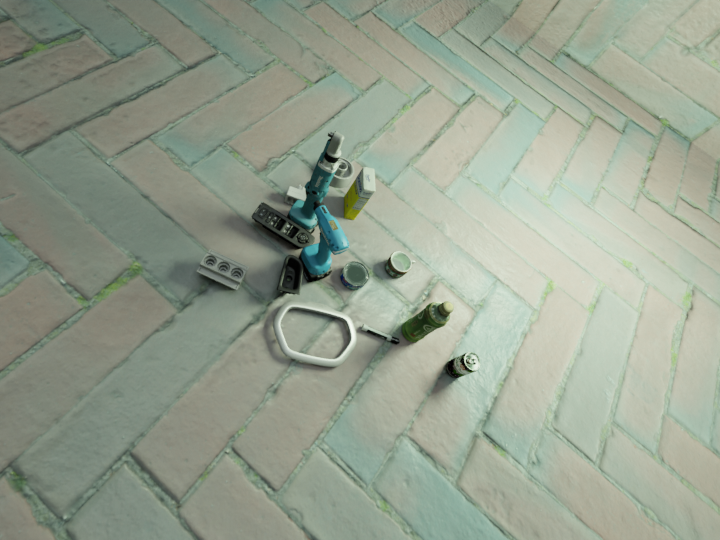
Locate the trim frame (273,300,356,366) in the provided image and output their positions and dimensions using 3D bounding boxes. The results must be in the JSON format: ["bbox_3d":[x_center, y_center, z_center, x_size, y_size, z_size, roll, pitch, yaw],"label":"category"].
[{"bbox_3d":[-0.128,0.174,1.198,0.244,0.027,0.188,12,59,-10],"label":"trim frame"}]

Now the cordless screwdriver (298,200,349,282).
[{"bbox_3d":[-0.118,-0.077,1.211,0.072,0.249,0.164,-18,71,-28],"label":"cordless screwdriver"}]

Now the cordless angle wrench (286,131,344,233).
[{"bbox_3d":[-0.121,-0.237,1.197,0.098,0.423,0.074,32,57,-4],"label":"cordless angle wrench"}]

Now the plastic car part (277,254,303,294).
[{"bbox_3d":[-0.206,0.022,1.234,0.065,0.071,0.119,14,59,-13],"label":"plastic car part"}]

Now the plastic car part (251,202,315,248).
[{"bbox_3d":[-0.239,-0.125,1.308,0.203,0.067,0.066,30,57,0],"label":"plastic car part"}]
